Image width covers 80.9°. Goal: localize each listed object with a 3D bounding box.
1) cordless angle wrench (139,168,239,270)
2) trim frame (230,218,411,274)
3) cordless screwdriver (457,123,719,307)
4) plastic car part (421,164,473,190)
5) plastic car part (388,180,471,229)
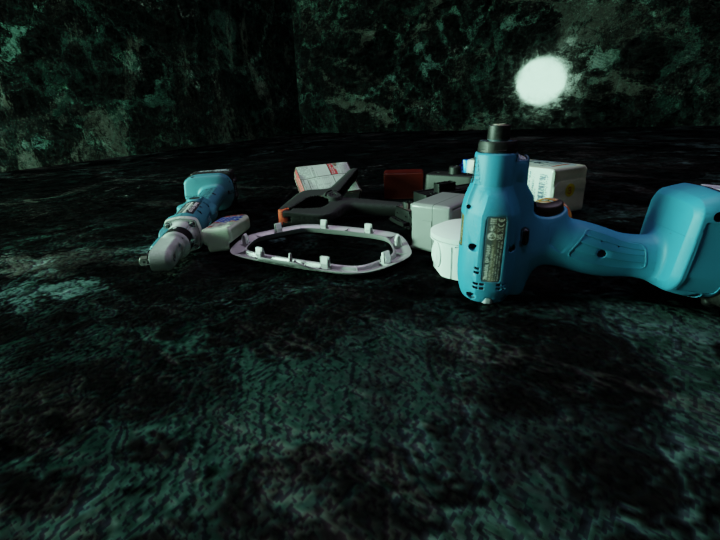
[{"bbox_3d":[-0.267,-0.092,0.689,0.097,0.072,0.437,-6,24,-7],"label":"cordless angle wrench"},{"bbox_3d":[-0.055,-0.036,0.562,0.260,0.027,0.180,10,26,28],"label":"trim frame"},{"bbox_3d":[0.217,-0.046,0.364,0.253,0.156,0.074,3,19,10],"label":"cordless screwdriver"},{"bbox_3d":[0.165,-0.156,0.771,0.123,0.069,0.064,10,25,39],"label":"plastic car part"},{"bbox_3d":[0.149,-0.111,0.678,0.198,0.066,0.069,-7,13,-17],"label":"plastic car part"}]
